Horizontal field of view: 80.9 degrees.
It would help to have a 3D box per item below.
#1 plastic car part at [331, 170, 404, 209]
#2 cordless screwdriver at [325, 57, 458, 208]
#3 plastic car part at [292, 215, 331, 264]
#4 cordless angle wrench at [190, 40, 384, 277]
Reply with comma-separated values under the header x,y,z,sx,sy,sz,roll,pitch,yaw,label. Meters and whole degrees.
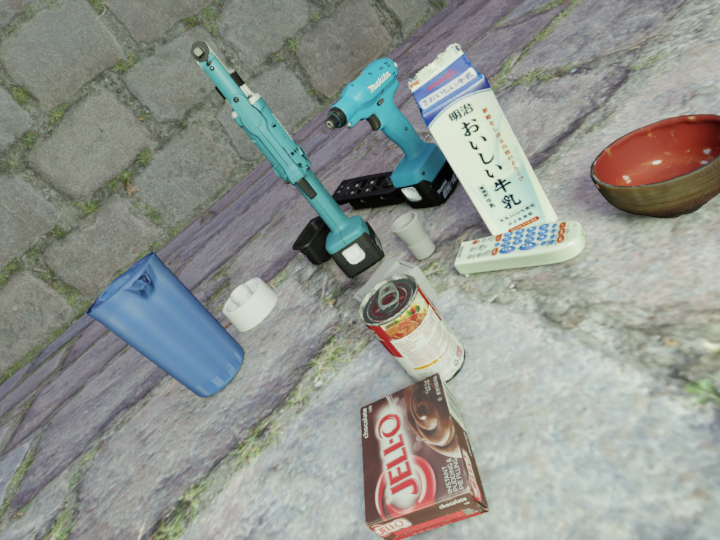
x,y,z,sx,sy,sz,roll,pitch,yaw,label
0.024,-0.156,0.858,0.212,0.064,0.066,-2,43,52,plastic car part
0.054,-0.204,0.696,0.158,0.239,0.078,-50,24,-24,cordless screwdriver
-0.081,-0.053,0.827,0.068,0.068,0.117,-20,31,37,plastic car part
-0.109,-0.168,0.660,0.075,0.407,0.100,-34,22,13,cordless angle wrench
